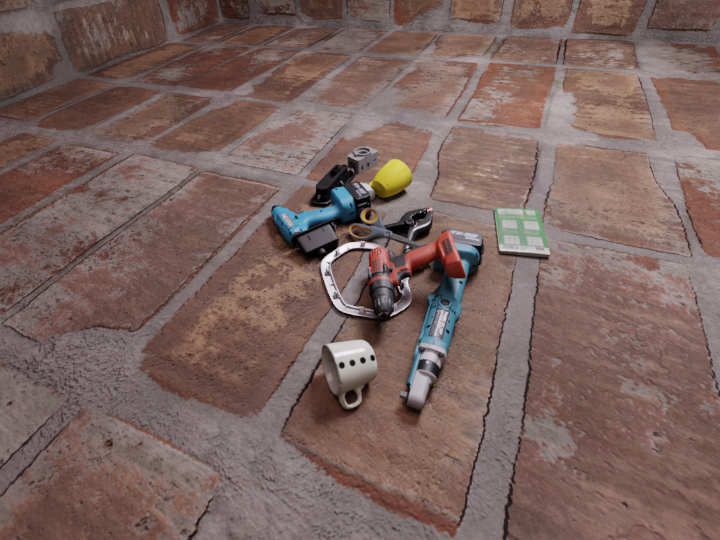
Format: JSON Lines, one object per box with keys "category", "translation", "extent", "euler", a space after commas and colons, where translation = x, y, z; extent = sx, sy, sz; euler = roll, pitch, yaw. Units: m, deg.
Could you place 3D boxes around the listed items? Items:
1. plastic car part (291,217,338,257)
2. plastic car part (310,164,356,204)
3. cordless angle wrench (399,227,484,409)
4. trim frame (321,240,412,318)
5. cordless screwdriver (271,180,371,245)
{"category": "plastic car part", "translation": [-0.099, -0.065, 1.011], "extent": [0.114, 0.064, 0.074], "euler": [-27, 60, -20]}
{"category": "plastic car part", "translation": [-0.078, -0.258, 1.226], "extent": [0.068, 0.065, 0.203], "euler": [19, 48, 14]}
{"category": "cordless angle wrench", "translation": [0.159, 0.077, 0.815], "extent": [0.101, 0.072, 0.424], "euler": [11, 46, 17]}
{"category": "trim frame", "translation": [0.012, 0.011, 0.933], "extent": [0.182, 0.026, 0.260], "euler": [-12, 40, -10]}
{"category": "cordless screwdriver", "translation": [-0.106, -0.161, 1.108], "extent": [0.245, 0.071, 0.168], "euler": [-24, 45, -16]}
